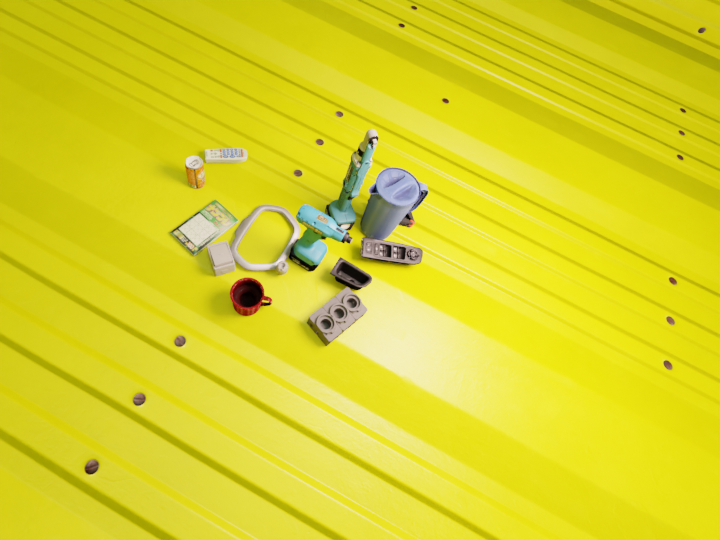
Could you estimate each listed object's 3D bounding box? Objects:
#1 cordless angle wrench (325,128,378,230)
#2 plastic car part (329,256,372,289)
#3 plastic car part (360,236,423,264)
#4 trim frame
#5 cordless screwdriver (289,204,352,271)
[{"bbox_3d":[-0.022,-0.249,1.201,0.072,0.420,0.101,-9,68,-19],"label":"cordless angle wrench"},{"bbox_3d":[-0.031,0.024,1.256,0.118,0.070,0.066,30,62,4],"label":"plastic car part"},{"bbox_3d":[0.094,-0.050,1.319,0.200,0.066,0.068,7,63,-7],"label":"plastic car part"},{"bbox_3d":[-0.293,-0.103,1.299,0.185,0.027,0.250,24,61,2],"label":"trim frame"},{"bbox_3d":[-0.117,-0.076,1.192,0.161,0.247,0.074,32,62,2],"label":"cordless screwdriver"}]
